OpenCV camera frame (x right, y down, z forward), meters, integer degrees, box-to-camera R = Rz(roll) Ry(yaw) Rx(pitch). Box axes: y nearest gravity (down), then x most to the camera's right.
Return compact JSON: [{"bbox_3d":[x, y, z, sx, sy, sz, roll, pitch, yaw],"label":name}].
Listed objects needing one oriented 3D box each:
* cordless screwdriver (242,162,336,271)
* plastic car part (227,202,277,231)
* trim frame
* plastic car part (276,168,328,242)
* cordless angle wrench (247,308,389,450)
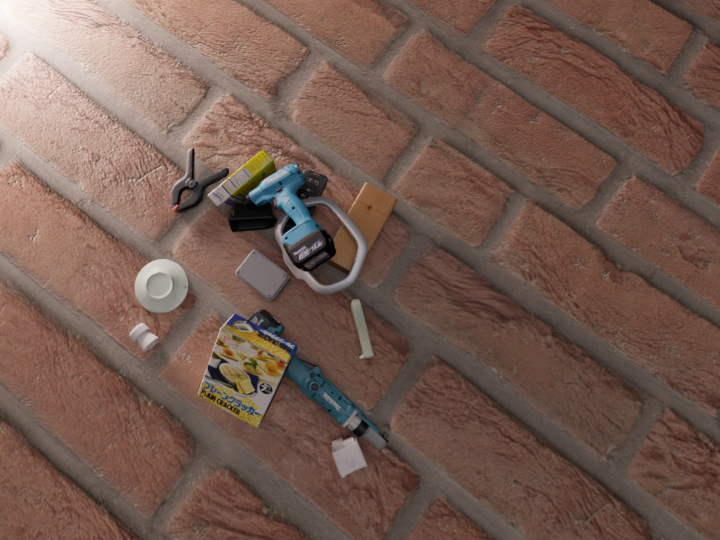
[{"bbox_3d":[-0.167,-0.113,0.959,0.160,0.071,0.258,-29,67,8],"label":"cordless screwdriver"},{"bbox_3d":[-0.269,-0.142,1.054,0.115,0.065,0.073,-8,68,-6],"label":"plastic car part"},{"bbox_3d":[-0.095,-0.062,0.971,0.184,0.026,0.257,-41,71,3],"label":"trim frame"},{"bbox_3d":[-0.147,-0.144,1.045,0.067,0.066,0.203,24,84,4],"label":"plastic car part"},{"bbox_3d":[-0.106,0.261,0.975,0.426,0.074,0.098,41,82,4],"label":"cordless angle wrench"}]
